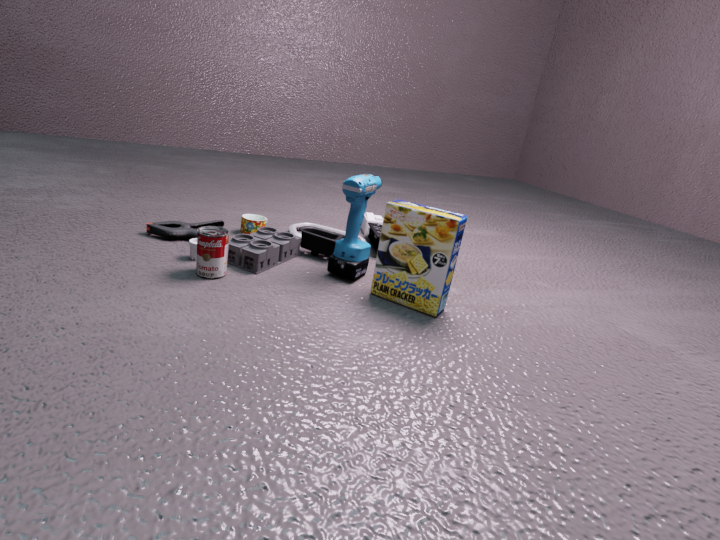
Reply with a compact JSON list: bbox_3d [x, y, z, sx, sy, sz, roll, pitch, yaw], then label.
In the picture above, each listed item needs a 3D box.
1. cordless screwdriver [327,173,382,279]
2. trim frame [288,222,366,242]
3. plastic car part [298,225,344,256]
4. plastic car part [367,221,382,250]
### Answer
[{"bbox_3d":[-0.003,-0.110,1.026,0.077,0.245,0.155,18,21,22],"label":"cordless screwdriver"},{"bbox_3d":[-0.100,-0.103,1.273,0.256,0.027,0.182,13,22,15],"label":"trim frame"},{"bbox_3d":[-0.111,-0.073,1.134,0.120,0.070,0.065,14,21,16],"label":"plastic car part"},{"bbox_3d":[0.059,-0.099,1.267,0.065,0.066,0.208,6,21,-9],"label":"plastic car part"}]
